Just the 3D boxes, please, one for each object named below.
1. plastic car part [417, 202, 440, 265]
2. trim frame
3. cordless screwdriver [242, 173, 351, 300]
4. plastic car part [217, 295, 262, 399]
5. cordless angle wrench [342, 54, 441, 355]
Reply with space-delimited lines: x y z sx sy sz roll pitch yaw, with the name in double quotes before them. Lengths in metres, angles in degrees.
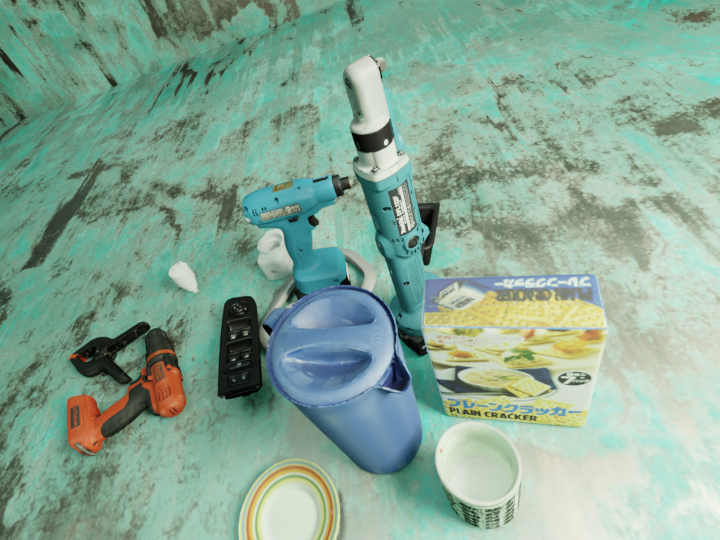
"plastic car part" 0.104 -0.055 0.733 0.068 0.067 0.118 -3 48 19
"trim frame" -0.076 0.051 0.741 0.193 0.026 0.249 9 54 30
"cordless screwdriver" -0.066 -0.043 0.673 0.162 0.237 0.077 -13 45 10
"plastic car part" -0.191 0.123 0.697 0.066 0.064 0.212 -21 45 2
"cordless angle wrench" 0.048 -0.047 0.510 0.097 0.403 0.079 -34 45 -13
